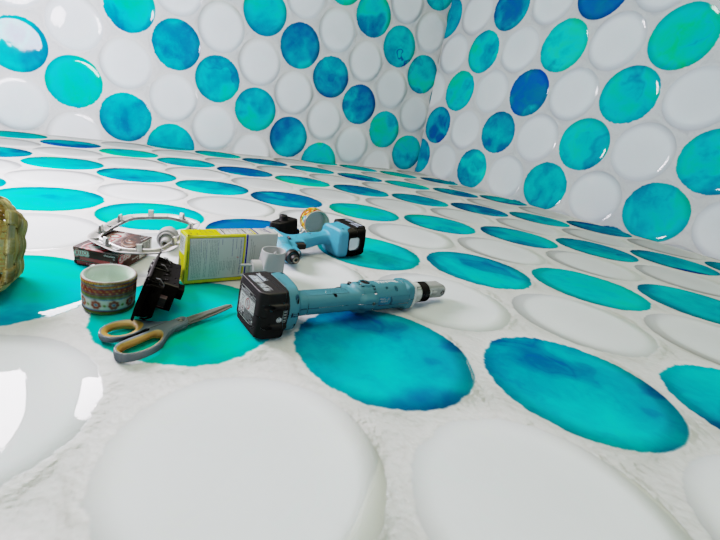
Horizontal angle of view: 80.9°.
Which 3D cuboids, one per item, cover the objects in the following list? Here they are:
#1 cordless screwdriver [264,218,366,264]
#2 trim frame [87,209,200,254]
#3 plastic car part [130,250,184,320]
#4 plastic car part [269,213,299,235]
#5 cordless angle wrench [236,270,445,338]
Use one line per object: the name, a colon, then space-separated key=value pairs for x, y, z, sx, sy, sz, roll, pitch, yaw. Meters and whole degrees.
cordless screwdriver: x=-0.096 y=-0.063 z=0.987 sx=0.239 sy=0.073 sz=0.168 roll=-8 pitch=25 yaw=-31
trim frame: x=-0.415 y=-0.081 z=0.834 sx=0.184 sy=0.027 sz=0.253 roll=8 pitch=20 yaw=-3
plastic car part: x=-0.308 y=0.017 z=0.657 sx=0.064 sy=0.066 sz=0.212 roll=13 pitch=9 yaw=-27
plastic car part: x=-0.195 y=-0.108 z=1.069 sx=0.068 sy=0.070 sz=0.114 roll=14 pitch=16 yaw=16
cordless angle wrench: x=-0.001 y=0.044 z=0.733 sx=0.404 sy=0.073 sz=0.104 roll=-2 pitch=22 yaw=-35
